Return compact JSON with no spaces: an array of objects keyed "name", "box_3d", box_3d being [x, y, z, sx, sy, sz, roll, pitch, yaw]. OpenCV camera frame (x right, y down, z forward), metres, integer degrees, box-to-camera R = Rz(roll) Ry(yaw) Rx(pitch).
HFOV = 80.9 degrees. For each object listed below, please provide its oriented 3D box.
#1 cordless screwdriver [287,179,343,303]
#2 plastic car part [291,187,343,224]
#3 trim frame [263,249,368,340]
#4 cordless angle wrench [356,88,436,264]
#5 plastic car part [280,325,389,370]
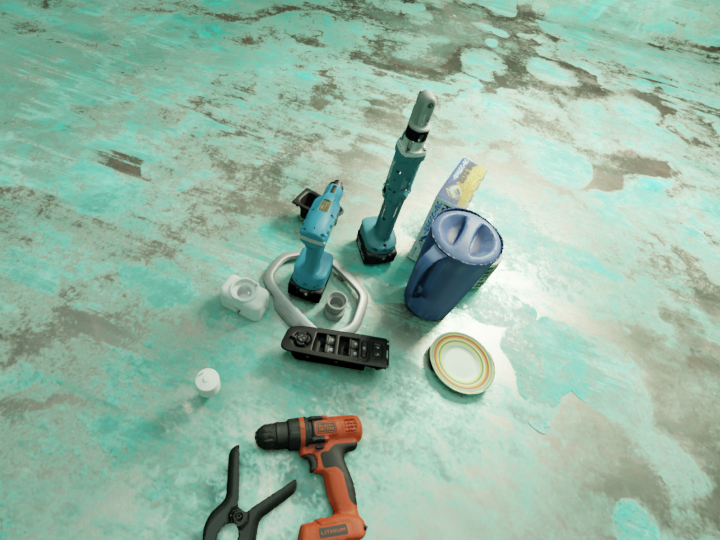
[{"name":"cordless screwdriver","box_3d":[-0.083,-0.054,0.851,0.075,0.244,0.161,19,52,1]},{"name":"plastic car part","box_3d":[-0.102,-0.138,1.023,0.120,0.069,0.065,31,54,14]},{"name":"trim frame","box_3d":[-0.097,0.046,0.910,0.180,0.027,0.259,-34,64,-29]},{"name":"cordless angle wrench","box_3d":[0.072,-0.166,0.852,0.073,0.415,0.102,-5,56,-17]},{"name":"plastic car part","box_3d":[-0.051,0.152,0.811,0.203,0.065,0.068,11,52,0]}]
